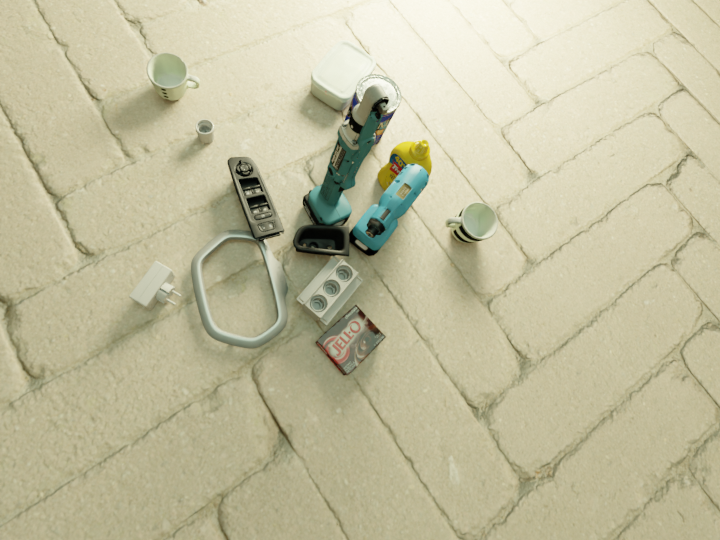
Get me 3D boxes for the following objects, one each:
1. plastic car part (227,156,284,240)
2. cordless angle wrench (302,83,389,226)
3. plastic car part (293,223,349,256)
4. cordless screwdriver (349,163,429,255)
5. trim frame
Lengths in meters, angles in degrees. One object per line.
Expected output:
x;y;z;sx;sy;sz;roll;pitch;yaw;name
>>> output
-0.227;-0.152;0.900;0.065;0.067;0.207;-19;76;-17;plastic car part
-0.030;-0.184;0.754;0.073;0.423;0.099;-26;82;-20;cordless angle wrench
-0.087;-0.057;0.888;0.115;0.071;0.067;3;73;-10;plastic car part
0.036;-0.093;0.826;0.074;0.249;0.158;38;69;-1;cordless screwdriver
-0.240;0.034;0.855;0.181;0.027;0.254;-15;75;-14;trim frame
